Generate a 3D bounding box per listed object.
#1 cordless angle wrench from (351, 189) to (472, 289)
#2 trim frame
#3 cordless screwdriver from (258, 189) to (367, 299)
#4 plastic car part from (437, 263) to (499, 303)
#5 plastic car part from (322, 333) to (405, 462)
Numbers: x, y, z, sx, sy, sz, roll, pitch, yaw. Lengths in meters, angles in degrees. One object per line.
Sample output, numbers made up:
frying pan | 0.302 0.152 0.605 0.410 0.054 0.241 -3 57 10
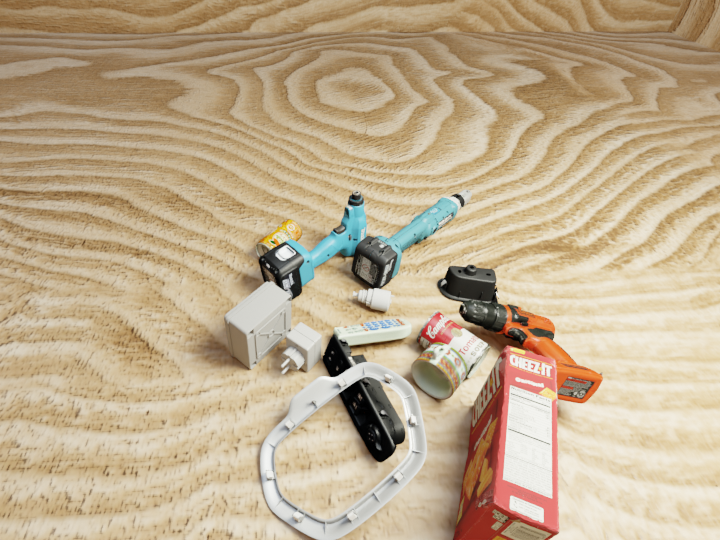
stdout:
cordless angle wrench | 0.144 -0.100 0.957 0.078 0.095 0.414 34 48 24
trim frame | -0.027 0.234 0.579 0.247 0.026 0.194 -38 52 -6
cordless screwdriver | -0.083 -0.054 0.851 0.243 0.154 0.078 -32 54 -29
plastic car part | 0.220 0.020 0.839 0.117 0.069 0.067 9 41 3
plastic car part | 0.006 0.195 0.658 0.064 0.066 0.214 9 34 -34
